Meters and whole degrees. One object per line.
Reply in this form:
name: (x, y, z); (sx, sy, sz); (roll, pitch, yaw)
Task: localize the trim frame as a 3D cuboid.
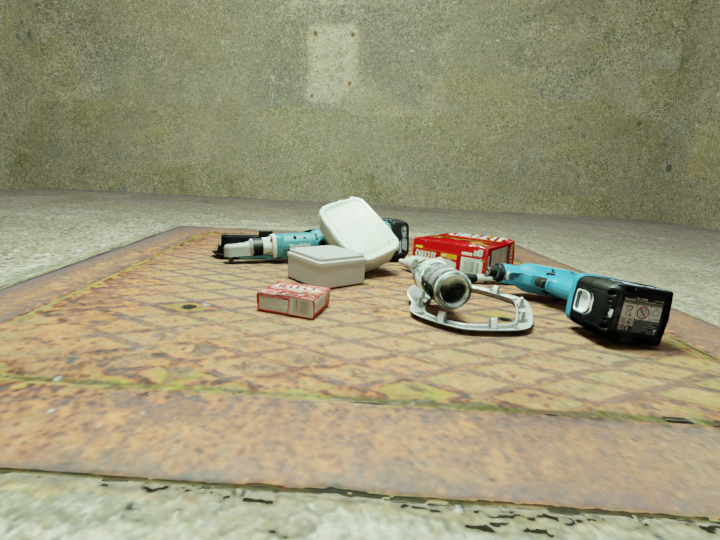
trim frame: (0.168, 0.049, 0.664); (0.191, 0.027, 0.243); (7, 15, 20)

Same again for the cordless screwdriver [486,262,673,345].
cordless screwdriver: (0.312, 0.031, 0.645); (0.158, 0.074, 0.252); (10, 9, -6)

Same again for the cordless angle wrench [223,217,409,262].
cordless angle wrench: (-0.093, -0.061, 0.953); (0.411, 0.097, 0.077); (-5, 10, -20)

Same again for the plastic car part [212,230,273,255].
plastic car part: (-0.235, -0.057, 0.969); (0.197, 0.066, 0.069); (-5, 21, -20)

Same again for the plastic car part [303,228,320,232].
plastic car part: (-0.083, -0.067, 1.056); (0.112, 0.065, 0.075); (-7, 30, -28)
